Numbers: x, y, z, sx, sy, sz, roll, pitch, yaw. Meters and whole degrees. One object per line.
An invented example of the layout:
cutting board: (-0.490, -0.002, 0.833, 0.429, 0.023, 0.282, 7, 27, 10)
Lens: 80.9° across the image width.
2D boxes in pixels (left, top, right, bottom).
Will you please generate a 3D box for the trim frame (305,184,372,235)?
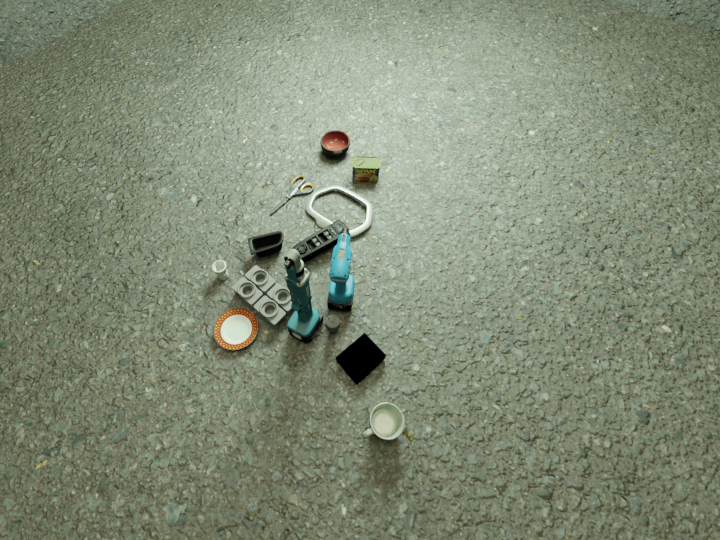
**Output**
trim frame: (-0.073, -0.209, 1.465, 0.258, 0.027, 0.183, 32, 65, 20)

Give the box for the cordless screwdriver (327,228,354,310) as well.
cordless screwdriver: (-0.053, 0.005, 1.206, 0.075, 0.241, 0.163, 6, 59, 1)

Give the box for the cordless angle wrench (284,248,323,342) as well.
cordless angle wrench: (-0.153, 0.065, 1.075, 0.076, 0.411, 0.098, 25, 62, 12)

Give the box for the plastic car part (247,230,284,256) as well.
plastic car part: (-0.299, -0.078, 1.371, 0.115, 0.069, 0.069, -14, 60, -7)

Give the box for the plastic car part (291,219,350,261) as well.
plastic car part: (-0.134, -0.088, 1.371, 0.200, 0.065, 0.069, -29, 63, -15)
